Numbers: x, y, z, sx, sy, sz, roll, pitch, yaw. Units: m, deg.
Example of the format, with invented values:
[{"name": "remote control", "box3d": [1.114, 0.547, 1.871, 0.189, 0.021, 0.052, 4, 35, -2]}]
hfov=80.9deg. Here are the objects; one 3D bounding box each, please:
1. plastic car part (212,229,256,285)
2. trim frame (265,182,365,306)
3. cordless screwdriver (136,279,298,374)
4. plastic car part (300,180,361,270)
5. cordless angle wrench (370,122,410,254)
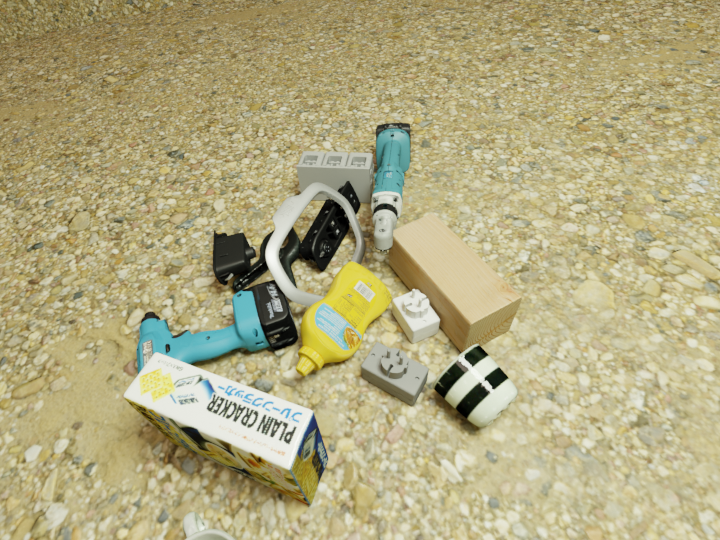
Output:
[{"name": "plastic car part", "box3d": [-0.224, -0.027, 0.760, 0.071, 0.063, 0.122, -22, 39, -3]}, {"name": "trim frame", "box3d": [-0.071, -0.046, 0.726, 0.028, 0.177, 0.249, -23, 31, 45]}, {"name": "cordless screwdriver", "box3d": [-0.234, 0.090, 0.675, 0.246, 0.071, 0.168, -24, 48, -8]}, {"name": "plastic car part", "box3d": [-0.063, -0.088, 0.814, 0.069, 0.063, 0.205, -1, 46, 24]}, {"name": "cordless angle wrench", "box3d": [0.054, -0.168, 0.787, 0.076, 0.094, 0.430, -1, 36, 8]}]
